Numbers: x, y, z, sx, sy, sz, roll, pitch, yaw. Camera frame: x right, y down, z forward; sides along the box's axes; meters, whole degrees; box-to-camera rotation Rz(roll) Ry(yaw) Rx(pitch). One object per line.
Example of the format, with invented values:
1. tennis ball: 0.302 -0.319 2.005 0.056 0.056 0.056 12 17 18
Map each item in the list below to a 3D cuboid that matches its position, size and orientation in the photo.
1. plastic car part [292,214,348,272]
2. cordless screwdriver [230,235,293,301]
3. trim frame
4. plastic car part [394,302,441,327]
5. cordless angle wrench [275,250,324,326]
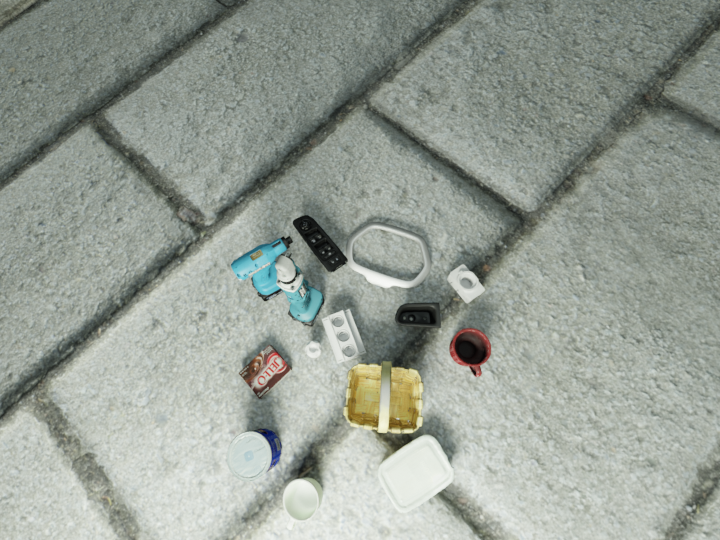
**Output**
1. plastic car part: -0.119 -0.078 1.221 0.066 0.065 0.210 -36 71 -9
2. cordless screwdriver: -0.234 -0.007 1.112 0.158 0.243 0.077 -31 75 -8
3. trim frame: 0.078 -0.044 1.210 0.254 0.027 0.185 18 73 11
4. plastic car part: 0.147 0.123 1.120 0.117 0.069 0.067 0 71 4
5. cordless angle wrench: -0.149 0.047 0.994 0.076 0.413 0.098 24 74 8
